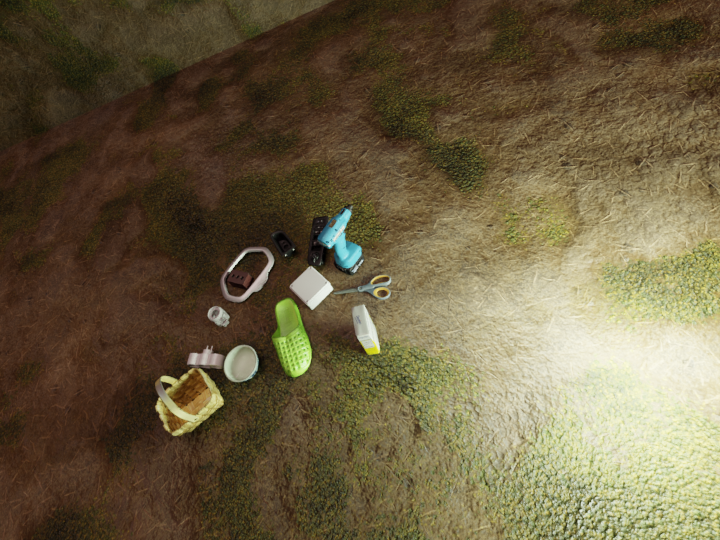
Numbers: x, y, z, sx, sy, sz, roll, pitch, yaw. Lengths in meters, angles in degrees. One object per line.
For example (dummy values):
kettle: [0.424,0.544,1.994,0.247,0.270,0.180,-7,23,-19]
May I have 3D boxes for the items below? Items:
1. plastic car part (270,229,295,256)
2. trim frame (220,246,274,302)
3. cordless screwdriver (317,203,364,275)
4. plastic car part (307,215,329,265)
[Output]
plastic car part: [-0.288,-0.096,1.607,0.066,0.067,0.123,-37,55,-4]
trim frame: [-0.436,0.011,1.623,0.194,0.026,0.248,28,73,31]
cordless screwdriver: [-0.049,-0.099,1.415,0.078,0.237,0.159,26,71,28]
plastic car part: [-0.153,-0.100,1.560,0.068,0.064,0.207,-2,60,18]
